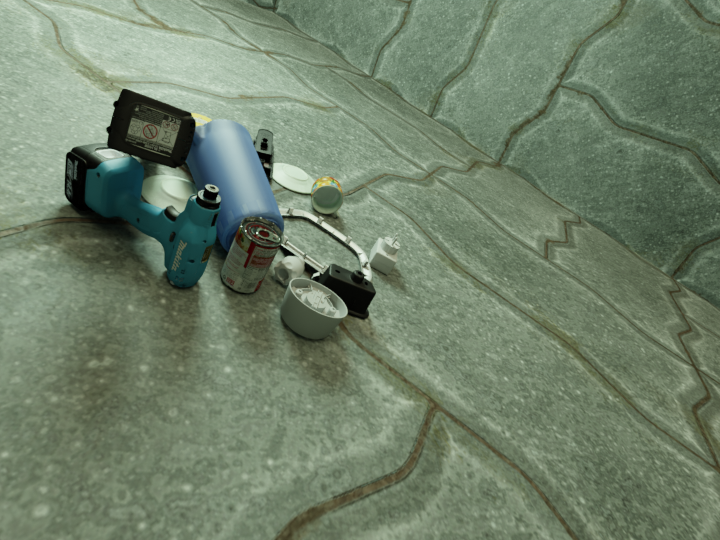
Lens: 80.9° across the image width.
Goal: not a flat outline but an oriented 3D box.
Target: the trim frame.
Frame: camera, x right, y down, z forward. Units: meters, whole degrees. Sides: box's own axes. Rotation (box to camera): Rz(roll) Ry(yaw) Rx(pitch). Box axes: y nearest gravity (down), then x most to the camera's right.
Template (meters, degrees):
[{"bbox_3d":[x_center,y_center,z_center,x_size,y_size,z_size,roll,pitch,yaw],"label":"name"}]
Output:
[{"bbox_3d":[-0.082,-0.054,0.840,0.253,0.027,0.181,36,32,7],"label":"trim frame"}]

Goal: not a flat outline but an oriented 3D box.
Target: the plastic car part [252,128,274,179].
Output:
[{"bbox_3d":[-0.241,-0.294,1.029,0.065,0.066,0.210,5,33,-13],"label":"plastic car part"}]

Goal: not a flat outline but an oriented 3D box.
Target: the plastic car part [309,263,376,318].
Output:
[{"bbox_3d":[-0.024,0.027,0.726,0.114,0.070,0.068,21,34,-11],"label":"plastic car part"}]

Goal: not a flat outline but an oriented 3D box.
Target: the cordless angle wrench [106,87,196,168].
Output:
[{"bbox_3d":[-0.339,-0.222,0.692,0.094,0.074,0.443,15,8,-28],"label":"cordless angle wrench"}]

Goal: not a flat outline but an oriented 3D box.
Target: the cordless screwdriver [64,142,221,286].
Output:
[{"bbox_3d":[-0.305,-0.104,0.601,0.255,0.158,0.073,36,30,12],"label":"cordless screwdriver"}]
